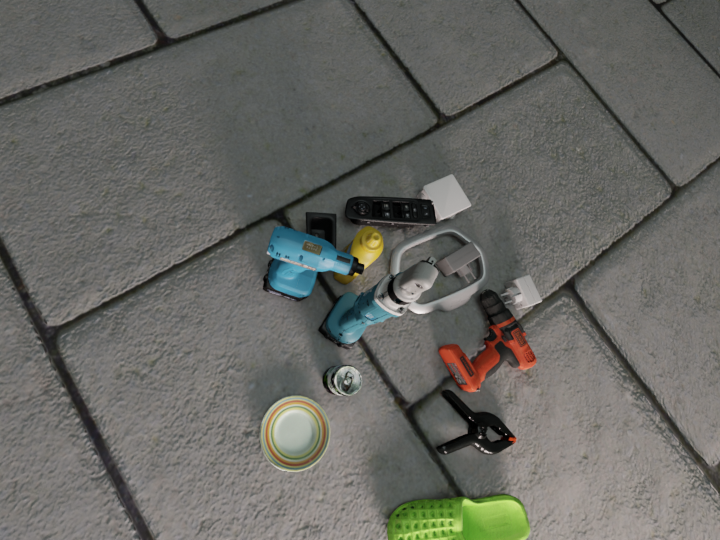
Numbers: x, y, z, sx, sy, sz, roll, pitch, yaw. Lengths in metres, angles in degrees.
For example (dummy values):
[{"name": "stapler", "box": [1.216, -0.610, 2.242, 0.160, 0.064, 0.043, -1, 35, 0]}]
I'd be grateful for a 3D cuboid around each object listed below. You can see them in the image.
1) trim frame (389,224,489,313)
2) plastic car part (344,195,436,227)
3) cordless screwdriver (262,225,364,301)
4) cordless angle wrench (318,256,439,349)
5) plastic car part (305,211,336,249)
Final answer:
[{"name": "trim frame", "box": [0.177, -0.003, 0.948, 0.244, 0.027, 0.188, -22, 77, -17]}, {"name": "plastic car part", "box": [0.060, -0.128, 0.946, 0.199, 0.067, 0.067, 3, 73, -11]}, {"name": "cordless screwdriver", "box": [-0.097, -0.001, 0.774, 0.157, 0.250, 0.075, 19, 71, -9]}, {"name": "cordless angle wrench", "box": [0.019, 0.058, 0.685, 0.074, 0.425, 0.098, 34, 69, -5]}, {"name": "plastic car part", "box": [-0.087, -0.057, 0.890, 0.065, 0.071, 0.119, 2, 72, -14]}]
